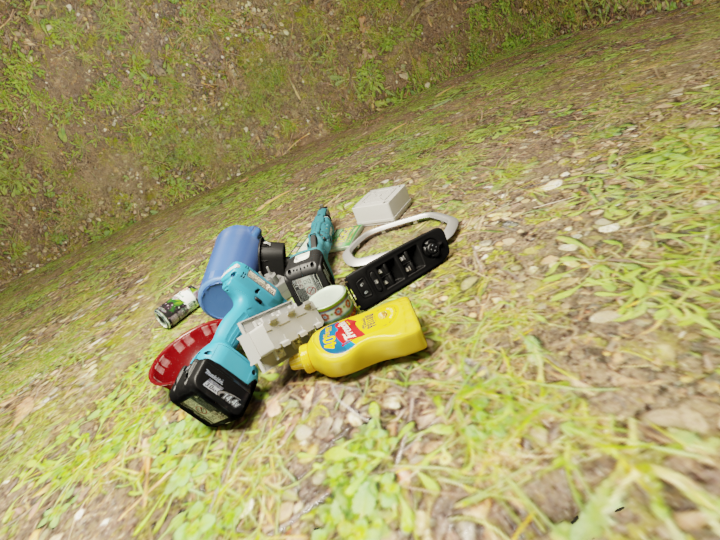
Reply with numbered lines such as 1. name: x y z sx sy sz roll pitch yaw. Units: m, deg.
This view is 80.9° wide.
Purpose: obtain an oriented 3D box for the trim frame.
1. trim frame: 0.079 -0.064 0.880 0.254 0.026 0.187 -15 26 15

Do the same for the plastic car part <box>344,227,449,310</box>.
1. plastic car part: 0.067 -0.006 0.746 0.201 0.067 0.067 -30 -2 -9

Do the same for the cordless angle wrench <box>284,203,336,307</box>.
1. cordless angle wrench: -0.092 -0.060 0.936 0.075 0.095 0.432 -20 25 9

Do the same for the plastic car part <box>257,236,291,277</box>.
1. plastic car part: -0.185 -0.013 0.926 0.071 0.114 0.067 3 25 0

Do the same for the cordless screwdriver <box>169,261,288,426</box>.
1. cordless screwdriver: -0.177 0.115 0.658 0.076 0.153 0.254 -34 29 34
